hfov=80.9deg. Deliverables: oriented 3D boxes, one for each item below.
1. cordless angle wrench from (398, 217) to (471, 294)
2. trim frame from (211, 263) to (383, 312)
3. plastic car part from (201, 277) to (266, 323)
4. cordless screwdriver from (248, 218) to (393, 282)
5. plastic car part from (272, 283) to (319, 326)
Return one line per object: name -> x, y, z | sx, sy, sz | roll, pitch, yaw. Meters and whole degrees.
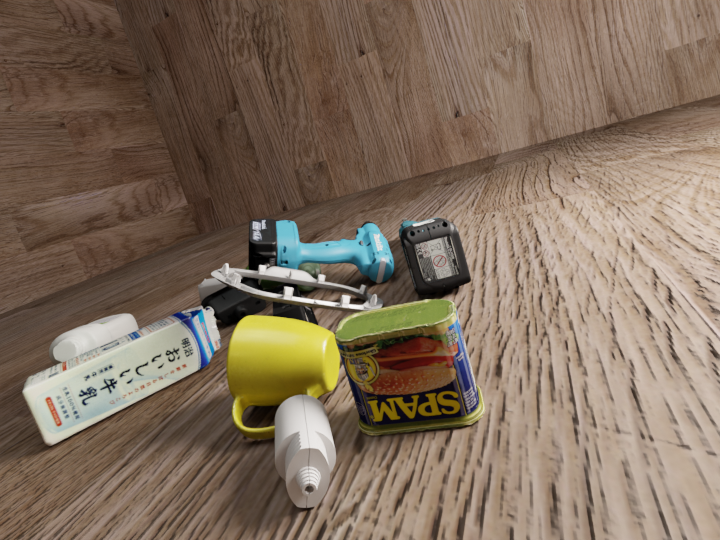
cordless angle wrench -> 0.104, -0.053, 0.759 | 0.075, 0.097, 0.424 | -16, 10, 4
trim frame -> -0.083, 0.021, 0.593 | 0.241, 0.027, 0.190 | 8, 6, -18
plastic car part -> -0.217, 0.062, 0.757 | 0.114, 0.064, 0.075 | -28, 30, -28
cordless screwdriver -> -0.074, -0.048, 0.752 | 0.246, 0.072, 0.165 | 2, 34, -6
plastic car part -> -0.106, 0.060, 0.624 | 0.066, 0.066, 0.207 | -25, 12, -5
